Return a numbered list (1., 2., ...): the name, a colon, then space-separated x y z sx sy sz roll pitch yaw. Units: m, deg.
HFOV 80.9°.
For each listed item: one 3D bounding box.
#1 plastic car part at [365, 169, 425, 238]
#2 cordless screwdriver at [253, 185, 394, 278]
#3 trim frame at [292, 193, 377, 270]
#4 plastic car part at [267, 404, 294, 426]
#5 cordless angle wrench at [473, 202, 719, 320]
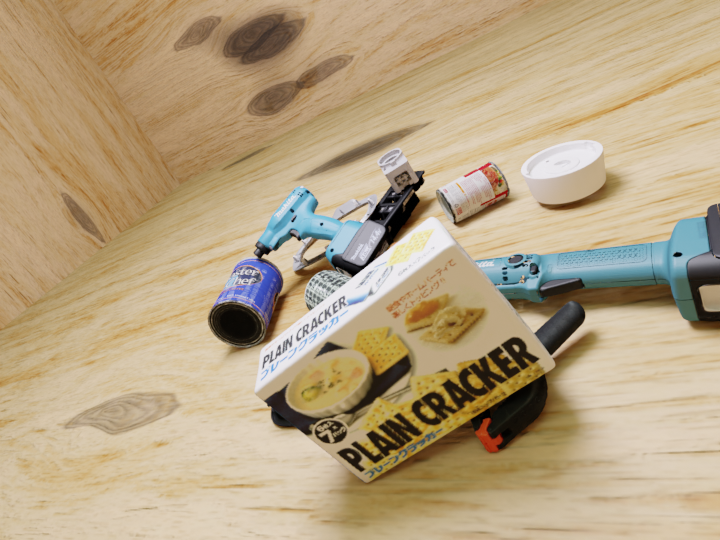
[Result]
1. plastic car part: 0.061 -0.110 0.821 0.070 0.064 0.202 10 51 43
2. cordless screwdriver: -0.073 -0.048 0.747 0.263 0.070 0.159 29 75 35
3. trim frame: -0.061 -0.081 0.882 0.255 0.027 0.185 -26 27 43
4. plastic car part: -0.081 0.149 0.530 0.120 0.068 0.066 -13 29 26
5. cordless angle wrench: 0.193 0.009 0.498 0.441 0.071 0.097 -7 34 41
